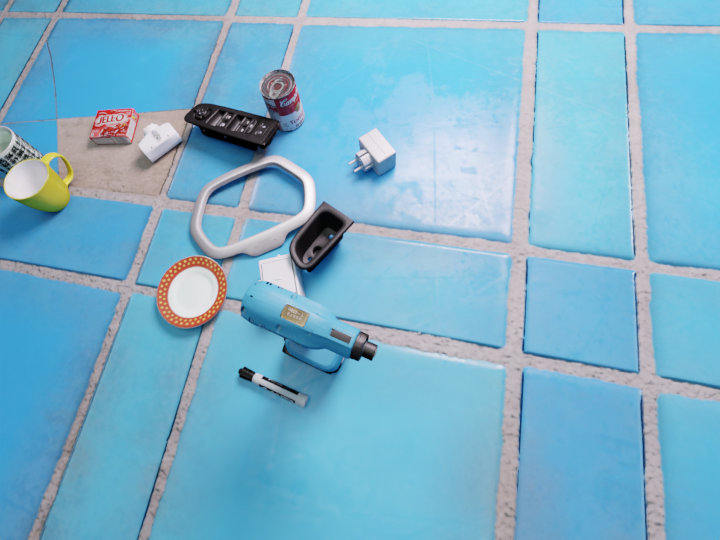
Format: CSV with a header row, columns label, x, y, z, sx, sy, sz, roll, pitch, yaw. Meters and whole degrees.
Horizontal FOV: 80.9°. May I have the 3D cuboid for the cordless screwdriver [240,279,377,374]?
label,x,y,z,sx,sy,sz,roll,pitch,yaw
cordless screwdriver,-0.051,0.091,0.564,0.164,0.241,0.074,22,74,13

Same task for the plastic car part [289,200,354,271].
label,x,y,z,sx,sy,sz,roll,pitch,yaw
plastic car part,-0.070,-0.046,0.713,0.068,0.069,0.116,35,78,17

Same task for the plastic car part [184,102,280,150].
label,x,y,z,sx,sy,sz,roll,pitch,yaw
plastic car part,-0.253,-0.282,0.837,0.209,0.065,0.066,22,74,16

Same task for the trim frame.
label,x,y,z,sx,sy,sz,roll,pitch,yaw
trim frame,-0.201,-0.117,0.785,0.248,0.026,0.191,-24,67,0
